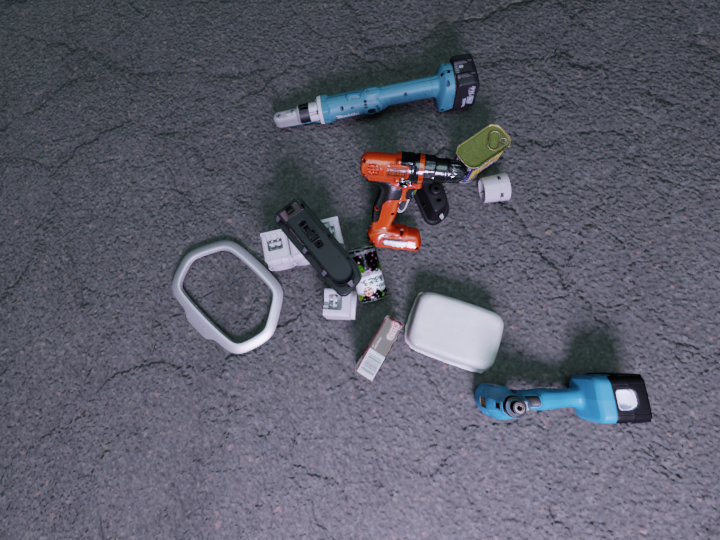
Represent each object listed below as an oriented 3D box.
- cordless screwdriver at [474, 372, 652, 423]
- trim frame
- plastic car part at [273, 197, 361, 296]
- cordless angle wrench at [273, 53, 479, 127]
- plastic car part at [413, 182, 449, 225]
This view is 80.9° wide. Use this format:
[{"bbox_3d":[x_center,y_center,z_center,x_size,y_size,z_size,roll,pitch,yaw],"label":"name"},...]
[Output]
[{"bbox_3d":[0.326,0.208,0.677,0.250,0.156,0.075,-3,78,2],"label":"cordless screwdriver"},{"bbox_3d":[-0.268,0.049,0.848,0.254,0.027,0.183,40,82,12],"label":"trim frame"},{"bbox_3d":[-0.073,-0.048,0.744,0.066,0.066,0.208,-37,78,-12],"label":"plastic car part"},{"bbox_3d":[0.022,-0.358,0.891,0.428,0.095,0.076,-8,74,7],"label":"cordless angle wrench"},{"bbox_3d":[0.141,-0.156,0.834,0.066,0.069,0.120,-18,73,0],"label":"plastic car part"}]
